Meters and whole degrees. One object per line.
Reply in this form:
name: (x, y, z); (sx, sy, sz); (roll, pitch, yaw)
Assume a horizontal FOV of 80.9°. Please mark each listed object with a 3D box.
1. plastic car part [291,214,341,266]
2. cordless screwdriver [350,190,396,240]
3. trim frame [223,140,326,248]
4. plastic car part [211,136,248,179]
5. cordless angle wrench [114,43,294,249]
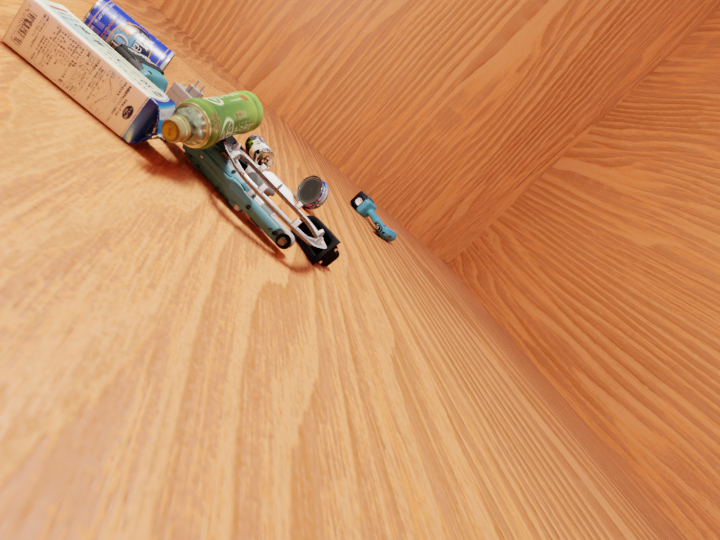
plastic car part: (-0.081, -0.053, 0.828); (0.123, 0.066, 0.067); (50, -2, 41)
cordless screwdriver: (0.047, -0.232, 1.795); (0.260, 0.075, 0.151); (54, 16, 28)
trim frame: (-0.139, -0.127, 0.717); (0.241, 0.028, 0.189); (44, 8, -18)
plastic car part: (-0.261, -0.226, 0.825); (0.063, 0.067, 0.214); (24, 19, -39)
cordless angle wrench: (-0.259, -0.194, 0.703); (0.426, 0.075, 0.097); (46, 13, 4)
